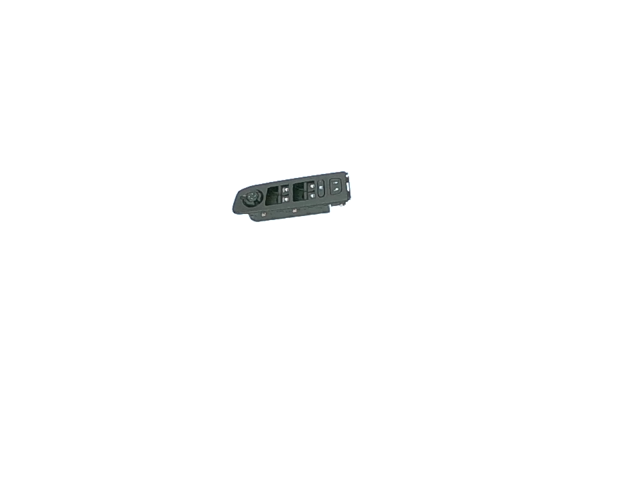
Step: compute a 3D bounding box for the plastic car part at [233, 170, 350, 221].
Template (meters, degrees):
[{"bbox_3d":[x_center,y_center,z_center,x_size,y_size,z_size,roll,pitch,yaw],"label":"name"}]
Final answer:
[{"bbox_3d":[-0.049,-0.071,0.739,0.203,0.066,0.067,-6,-25,4],"label":"plastic car part"}]
